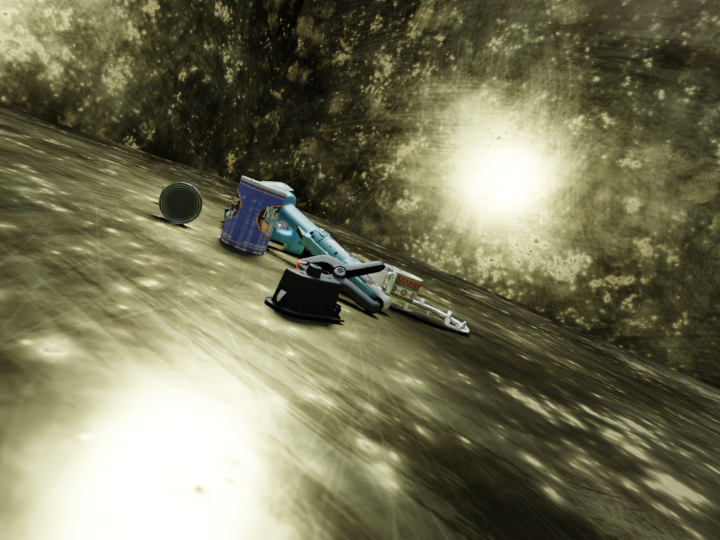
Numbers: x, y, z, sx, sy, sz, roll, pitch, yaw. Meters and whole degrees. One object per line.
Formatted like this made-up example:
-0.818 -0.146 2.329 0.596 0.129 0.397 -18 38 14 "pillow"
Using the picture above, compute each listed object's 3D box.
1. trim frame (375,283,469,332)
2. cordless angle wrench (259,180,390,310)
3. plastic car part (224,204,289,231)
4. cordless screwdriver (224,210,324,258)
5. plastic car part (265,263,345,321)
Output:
0.127 0.081 0.947 0.246 0.027 0.187 22 8 -8 "trim frame"
-0.089 -0.058 0.914 0.093 0.074 0.445 -6 40 -47 "cordless angle wrench"
-0.271 -0.133 1.166 0.201 0.068 0.066 25 -34 -4 "plastic car part"
-0.224 -0.101 1.077 0.239 0.074 0.166 14 11 -24 "cordless screwdriver"
-0.071 0.027 0.602 0.070 0.071 0.110 26 5 42 "plastic car part"
